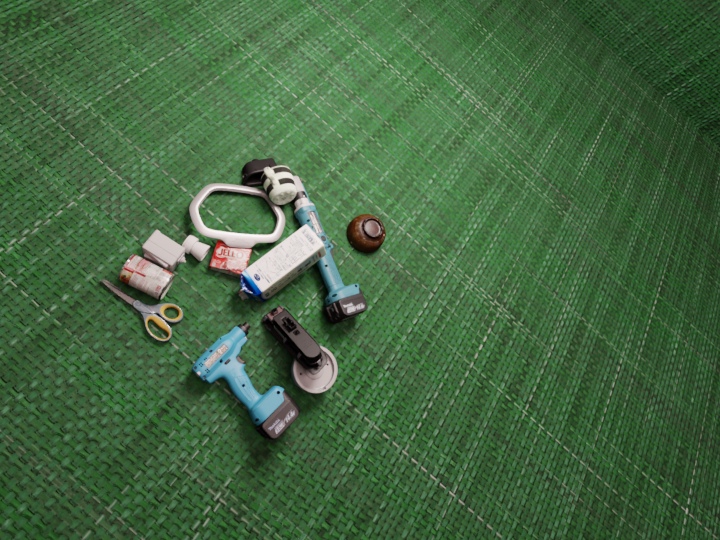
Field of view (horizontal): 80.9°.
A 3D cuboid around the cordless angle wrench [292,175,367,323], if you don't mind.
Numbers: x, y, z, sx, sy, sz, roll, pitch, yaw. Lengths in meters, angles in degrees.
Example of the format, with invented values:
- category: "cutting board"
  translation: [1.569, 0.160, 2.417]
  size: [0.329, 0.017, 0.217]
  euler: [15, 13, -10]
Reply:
- category: "cordless angle wrench"
  translation: [-0.110, -0.072, 1.128]
  size: [0.094, 0.075, 0.434]
  euler: [-10, 70, -40]

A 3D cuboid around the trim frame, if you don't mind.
- category: "trim frame"
  translation: [-0.314, -0.144, 1.093]
  size: [0.239, 0.028, 0.190]
  euler: [4, 60, -25]

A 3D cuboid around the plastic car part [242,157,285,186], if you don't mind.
- category: "plastic car part"
  translation: [-0.273, -0.277, 1.160]
  size: [0.113, 0.065, 0.074]
  euler: [-10, 61, -20]

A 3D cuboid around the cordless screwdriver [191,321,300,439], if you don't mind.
- category: "cordless screwdriver"
  translation: [-0.240, 0.248, 0.961]
  size: [0.251, 0.074, 0.158]
  euler: [42, 62, 3]

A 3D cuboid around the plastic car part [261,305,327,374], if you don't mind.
- category: "plastic car part"
  translation: [-0.151, 0.150, 0.987]
  size: [0.064, 0.065, 0.213]
  euler: [-26, 55, -33]
